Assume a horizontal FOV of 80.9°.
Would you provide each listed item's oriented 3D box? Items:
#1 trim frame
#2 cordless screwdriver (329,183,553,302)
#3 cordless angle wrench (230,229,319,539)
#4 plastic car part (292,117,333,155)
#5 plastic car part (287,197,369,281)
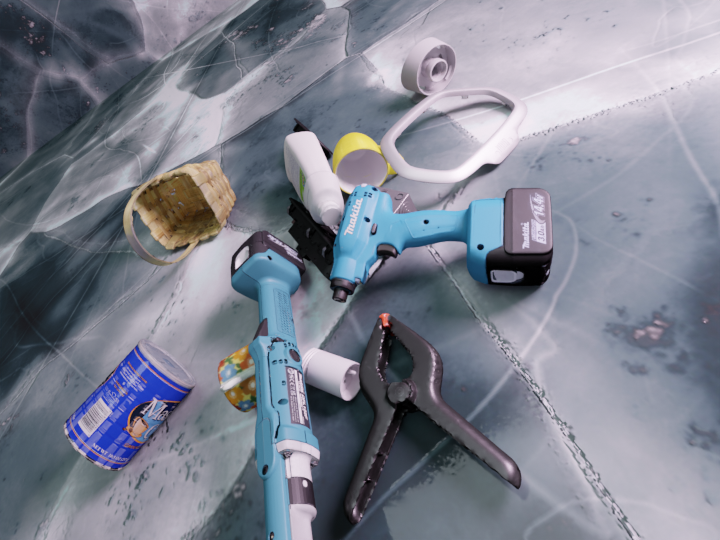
[{"bbox_3d":[0.144,-0.215,0.655,0.194,0.026,0.246,29,63,33],"label":"trim frame"},{"bbox_3d":[0.085,-0.024,0.500,0.259,0.070,0.161,6,65,25],"label":"cordless screwdriver"},{"bbox_3d":[-0.093,0.108,0.474,0.075,0.093,0.442,-43,36,18],"label":"cordless angle wrench"},{"bbox_3d":[-0.112,-0.247,0.858,0.071,0.062,0.123,-45,45,13],"label":"plastic car part"},{"bbox_3d":[-0.063,-0.041,0.647,0.067,0.062,0.215,-49,44,1],"label":"plastic car part"}]
